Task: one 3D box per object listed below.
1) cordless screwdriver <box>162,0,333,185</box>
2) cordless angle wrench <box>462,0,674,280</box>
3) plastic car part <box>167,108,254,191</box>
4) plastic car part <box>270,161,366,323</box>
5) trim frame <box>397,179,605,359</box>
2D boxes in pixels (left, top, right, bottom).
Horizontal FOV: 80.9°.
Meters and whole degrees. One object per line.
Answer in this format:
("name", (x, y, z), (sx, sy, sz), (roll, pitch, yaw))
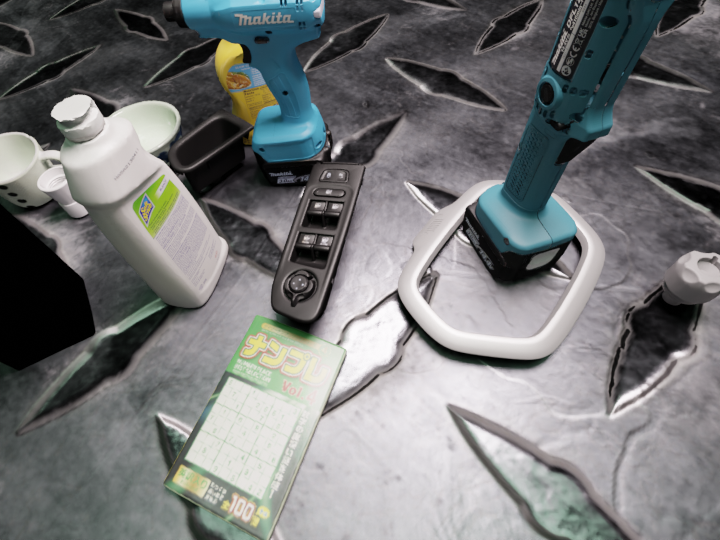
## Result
("cordless screwdriver", (-0.113, -0.208, 0.495), (0.161, 0.240, 0.076), (2, 58, 4))
("cordless angle wrench", (0.163, -0.136, 0.315), (0.074, 0.408, 0.102), (-17, 59, -8))
("plastic car part", (-0.201, -0.153, 0.572), (0.069, 0.068, 0.116), (32, 65, 22))
("plastic car part", (-0.047, -0.030, 0.477), (0.068, 0.065, 0.206), (10, 59, 10))
("trim frame", (0.152, -0.012, 0.464), (0.192, 0.026, 0.247), (30, 65, 23))
